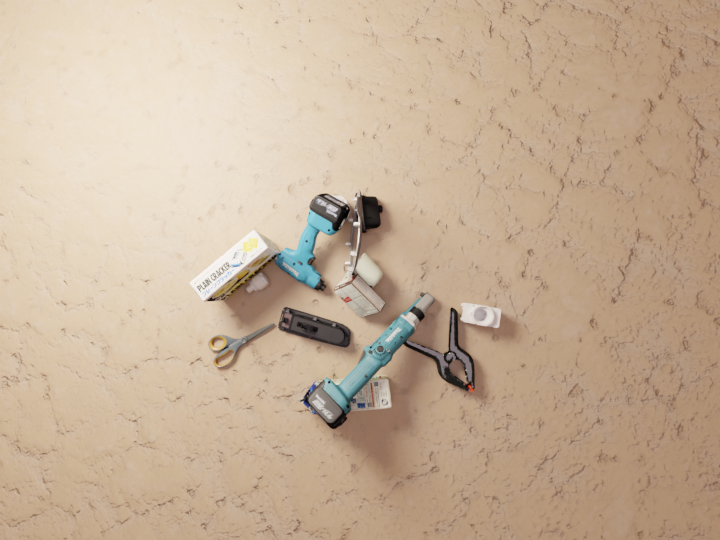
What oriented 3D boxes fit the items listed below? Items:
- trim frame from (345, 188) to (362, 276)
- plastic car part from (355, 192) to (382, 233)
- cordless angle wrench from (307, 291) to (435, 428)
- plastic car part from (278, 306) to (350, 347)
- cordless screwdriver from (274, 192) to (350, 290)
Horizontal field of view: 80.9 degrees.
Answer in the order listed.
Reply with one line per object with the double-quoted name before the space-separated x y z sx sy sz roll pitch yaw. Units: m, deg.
"trim frame" -0.017 -0.098 1.072 0.027 0.180 0.255 9 44 -6
"plastic car part" 0.026 -0.161 1.164 0.070 0.066 0.118 -1 81 -12
"cordless angle wrench" 0.048 0.207 1.064 0.103 0.071 0.419 38 70 25
"plastic car part" -0.123 0.155 1.141 0.205 0.066 0.067 16 79 5
"cordless screwdriver" -0.110 -0.072 1.128 0.162 0.073 0.248 36 110 7
